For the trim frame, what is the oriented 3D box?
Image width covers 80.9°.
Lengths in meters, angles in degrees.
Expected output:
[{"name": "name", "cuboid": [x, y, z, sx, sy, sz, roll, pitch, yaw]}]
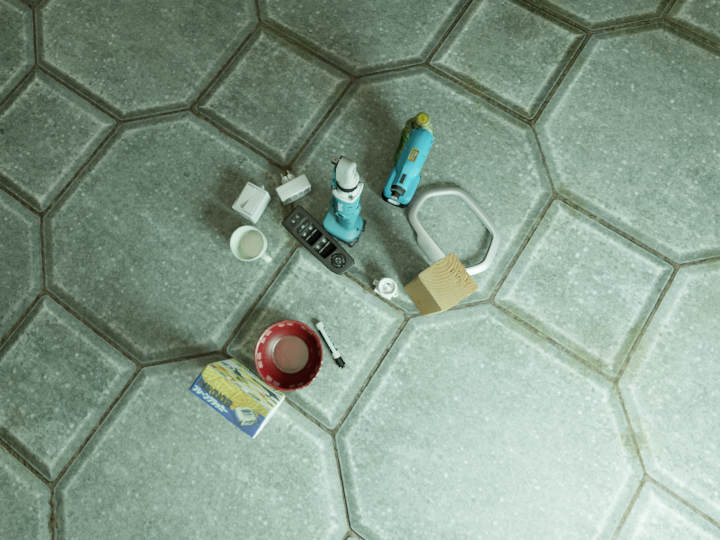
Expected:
[{"name": "trim frame", "cuboid": [0.232, -0.102, 1.058, 0.183, 0.027, 0.254, -36, 79, -5]}]

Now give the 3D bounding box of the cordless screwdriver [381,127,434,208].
[{"name": "cordless screwdriver", "cuboid": [0.096, -0.204, 0.975, 0.075, 0.246, 0.159, 24, 81, 2]}]

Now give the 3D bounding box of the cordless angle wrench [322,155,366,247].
[{"name": "cordless angle wrench", "cuboid": [-0.031, -0.138, 0.879, 0.099, 0.418, 0.074, 30, 81, 2]}]

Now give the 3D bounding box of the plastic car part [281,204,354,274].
[{"name": "plastic car part", "cuboid": [-0.102, -0.067, 1.046, 0.207, 0.066, 0.066, 43, 82, 10]}]
